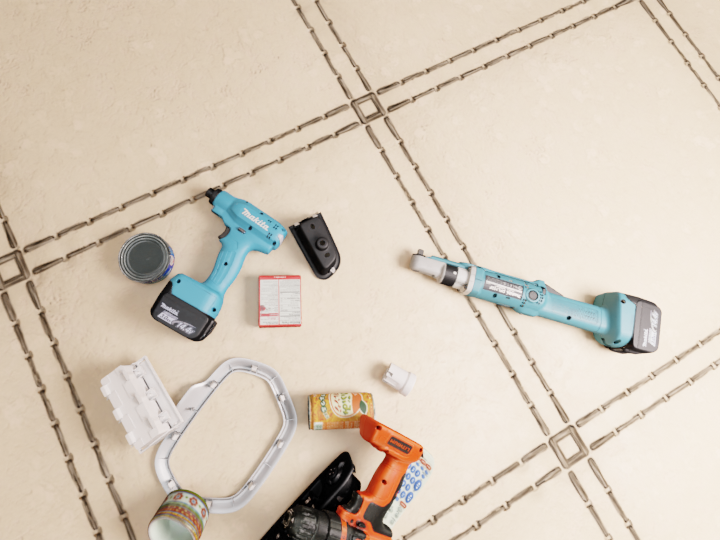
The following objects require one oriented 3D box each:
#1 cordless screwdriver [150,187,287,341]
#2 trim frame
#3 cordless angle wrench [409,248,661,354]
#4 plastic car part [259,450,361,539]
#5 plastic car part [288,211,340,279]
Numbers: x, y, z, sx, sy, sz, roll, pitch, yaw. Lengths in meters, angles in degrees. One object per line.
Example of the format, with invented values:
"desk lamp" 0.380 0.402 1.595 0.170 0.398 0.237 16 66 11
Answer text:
"cordless screwdriver" -0.255 -0.016 0.713 0.160 0.074 0.248 33 73 2
"trim frame" -0.214 0.263 0.677 0.186 0.027 0.248 35 79 5
"cordless angle wrench" 0.292 0.045 0.743 0.424 0.073 0.098 16 77 2
"plastic car part" -0.070 0.376 0.645 0.066 0.067 0.202 43 78 -8
"plastic car part" -0.072 -0.047 0.734 0.065 0.070 0.119 -26 79 -10
